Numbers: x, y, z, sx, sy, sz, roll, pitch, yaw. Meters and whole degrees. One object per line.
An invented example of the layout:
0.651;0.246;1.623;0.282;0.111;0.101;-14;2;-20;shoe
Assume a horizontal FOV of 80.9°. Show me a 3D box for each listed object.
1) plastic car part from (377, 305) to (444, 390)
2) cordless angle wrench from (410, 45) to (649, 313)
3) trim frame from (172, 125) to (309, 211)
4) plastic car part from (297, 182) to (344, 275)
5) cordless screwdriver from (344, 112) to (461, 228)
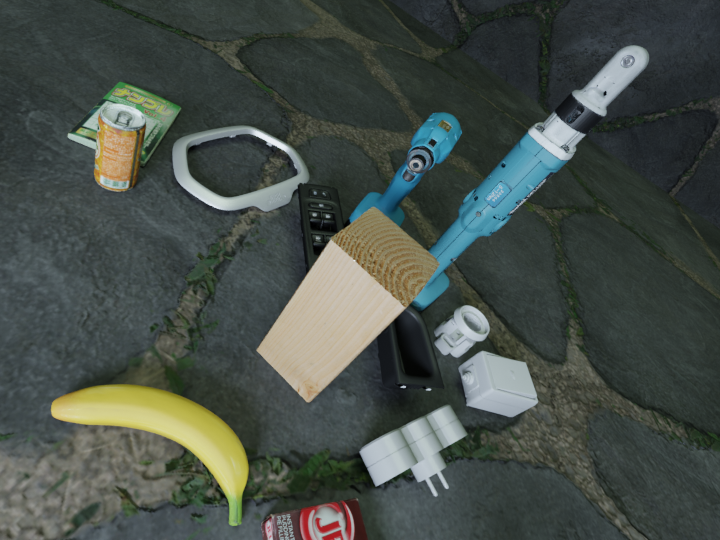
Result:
0.050;0.105;0.547;0.063;0.071;0.121;12;45;-25;plastic car part
0.154;-0.074;0.518;0.076;0.424;0.095;49;42;12;cordless angle wrench
-0.192;-0.173;0.701;0.189;0.027;0.242;44;42;13;trim frame
-0.061;-0.040;0.623;0.064;0.067;0.211;10;46;-27;plastic car part
0.046;-0.106;0.615;0.075;0.249;0.158;37;41;-1;cordless screwdriver
